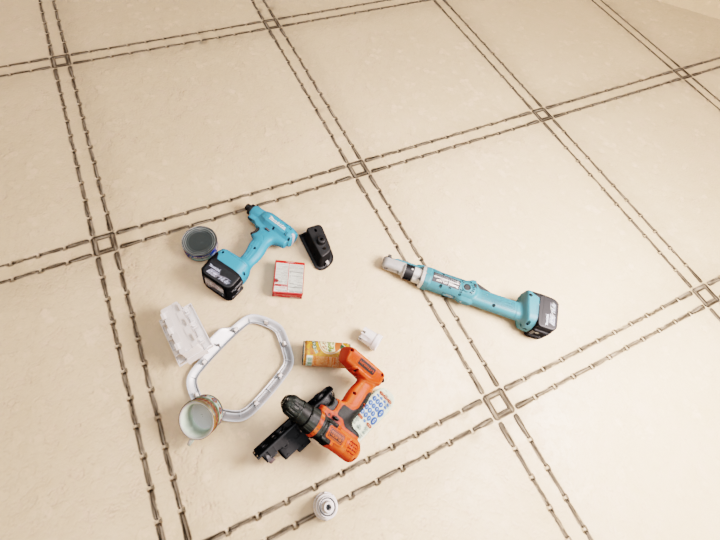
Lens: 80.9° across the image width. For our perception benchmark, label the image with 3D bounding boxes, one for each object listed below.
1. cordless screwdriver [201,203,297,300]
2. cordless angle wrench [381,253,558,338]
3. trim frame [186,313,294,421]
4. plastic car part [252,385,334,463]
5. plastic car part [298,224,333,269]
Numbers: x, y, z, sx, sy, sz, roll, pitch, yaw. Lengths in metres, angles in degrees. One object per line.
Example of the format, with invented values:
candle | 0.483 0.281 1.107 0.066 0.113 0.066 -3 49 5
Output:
cordless screwdriver | -0.288 -0.057 1.036 0.163 0.073 0.247 34 59 12
cordless angle wrench | 0.255 0.051 1.040 0.429 0.073 0.099 19 61 7
trim frame | -0.259 0.206 0.920 0.189 0.027 0.246 36 65 14
plastic car part | -0.119 0.316 0.855 0.068 0.066 0.200 46 65 4
plastic car part | -0.104 -0.068 1.062 0.065 0.069 0.121 -19 63 -17
